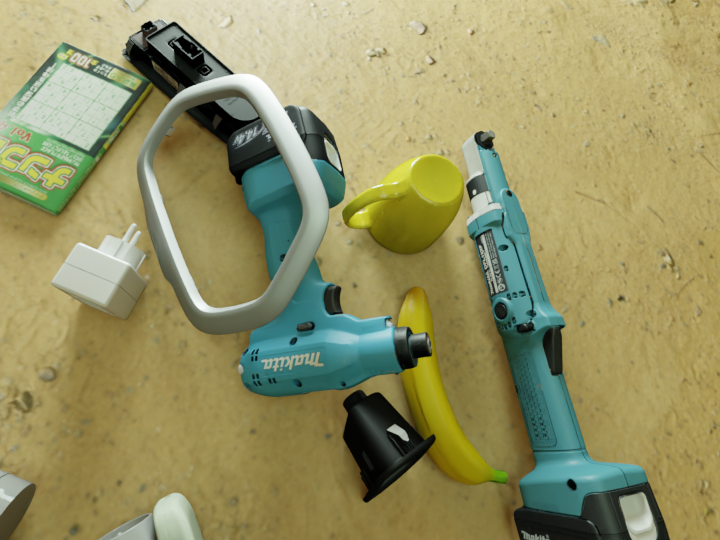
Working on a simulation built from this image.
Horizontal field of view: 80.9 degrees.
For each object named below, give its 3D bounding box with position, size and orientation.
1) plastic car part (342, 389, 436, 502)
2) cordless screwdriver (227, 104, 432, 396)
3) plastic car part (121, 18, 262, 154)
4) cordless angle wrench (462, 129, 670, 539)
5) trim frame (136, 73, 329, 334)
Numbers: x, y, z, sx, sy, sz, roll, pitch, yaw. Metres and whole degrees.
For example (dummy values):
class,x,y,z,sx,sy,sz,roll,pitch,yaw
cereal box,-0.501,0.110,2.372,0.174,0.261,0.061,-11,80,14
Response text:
class,x,y,z,sx,sy,sz,roll,pitch,yaw
plastic car part,0.014,0.135,0.349,0.065,0.113,0.074,-31,59,-21
cordless screwdriver,-0.037,-0.024,0.375,0.163,0.071,0.254,-14,72,21
plastic car part,-0.170,-0.208,0.459,0.204,0.067,0.065,44,61,3
cordless angle wrench,0.162,0.041,0.420,0.072,0.099,0.434,3,65,-25
trim frame,-0.126,-0.066,0.376,0.186,0.026,0.256,-34,70,16
